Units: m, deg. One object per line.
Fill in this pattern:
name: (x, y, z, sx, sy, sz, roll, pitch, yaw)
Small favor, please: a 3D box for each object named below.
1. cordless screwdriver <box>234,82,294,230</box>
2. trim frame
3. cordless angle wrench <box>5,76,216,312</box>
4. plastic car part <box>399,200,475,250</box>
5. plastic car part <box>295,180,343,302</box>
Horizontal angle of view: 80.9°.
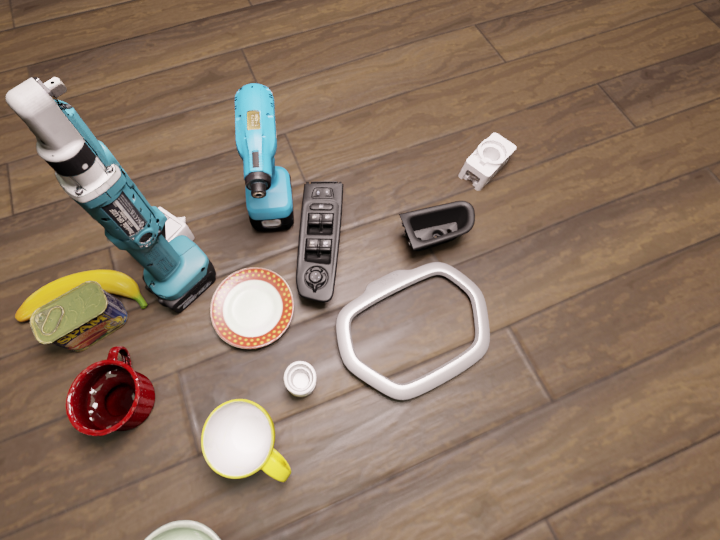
cordless screwdriver: (-0.140, -0.128, 0.623, 0.074, 0.244, 0.163, -5, 68, -7)
trim frame: (0.083, 0.083, 0.649, 0.245, 0.027, 0.190, -27, 69, -12)
cordless angle wrench: (-0.267, -0.055, 0.498, 0.076, 0.415, 0.097, 41, 71, 10)
plastic car part: (0.124, -0.065, 0.691, 0.115, 0.069, 0.068, -14, 69, -8)
plastic car part: (-0.067, -0.044, 0.683, 0.066, 0.066, 0.207, 3, 66, -2)
